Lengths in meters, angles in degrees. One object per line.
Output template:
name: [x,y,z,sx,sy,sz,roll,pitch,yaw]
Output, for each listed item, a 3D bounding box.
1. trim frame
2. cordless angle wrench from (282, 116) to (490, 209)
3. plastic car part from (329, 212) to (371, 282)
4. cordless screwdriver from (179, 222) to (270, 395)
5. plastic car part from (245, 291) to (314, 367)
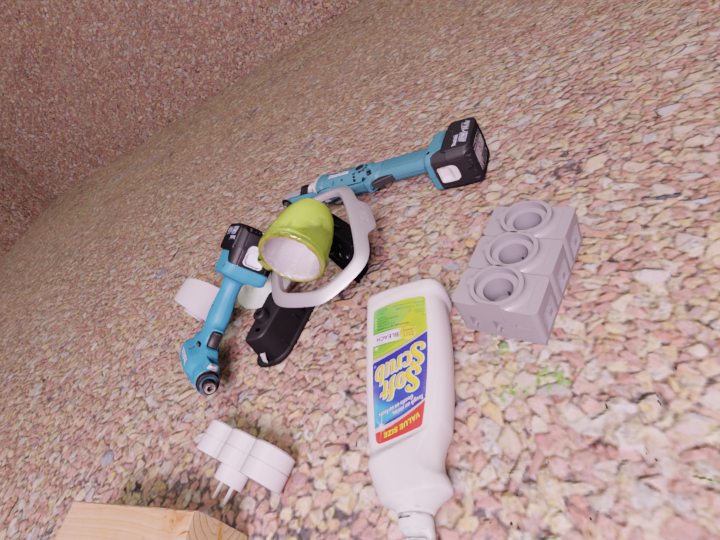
trim frame: [-0.063,-0.041,0.642,0.186,0.026,0.258,-32,37,16]
cordless angle wrench: [0.012,-0.171,0.789,0.441,0.071,0.099,-6,45,37]
plastic car part: [-0.039,-0.058,0.711,0.066,0.063,0.215,-32,35,-18]
cordless screwdriver: [-0.200,0.054,0.642,0.166,0.071,0.249,18,84,62]
plastic car part: [-0.129,0.078,0.632,0.069,0.067,0.117,-3,45,36]
